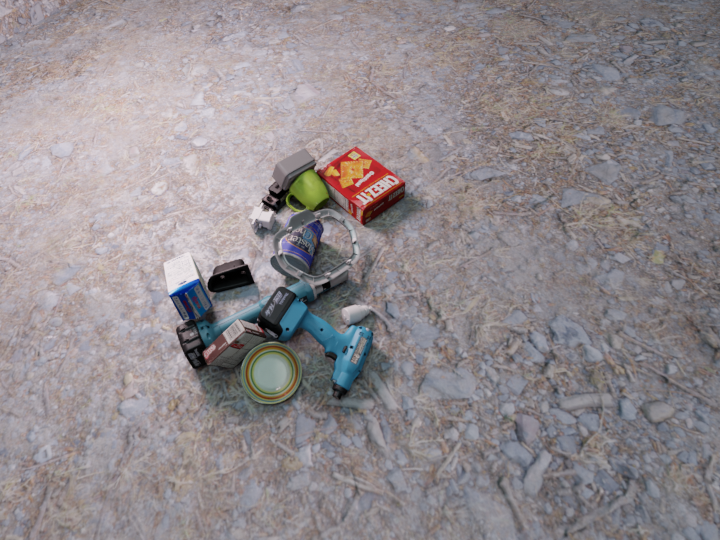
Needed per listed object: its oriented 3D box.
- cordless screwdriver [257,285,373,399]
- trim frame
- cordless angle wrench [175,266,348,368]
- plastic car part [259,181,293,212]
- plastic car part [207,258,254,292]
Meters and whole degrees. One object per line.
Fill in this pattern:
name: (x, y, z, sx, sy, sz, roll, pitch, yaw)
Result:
cordless screwdriver: (-0.107, 0.151, 0.907, 0.248, 0.074, 0.160, 28, 65, -1)
trim frame: (-0.102, -0.066, 1.039, 0.243, 0.027, 0.188, -32, 78, -34)
cordless angle wrench: (-0.212, 0.088, 0.995, 0.416, 0.094, 0.078, -26, 53, -17)
plastic car part: (-0.221, -0.263, 1.273, 0.070, 0.064, 0.201, 25, 57, 29)
plastic car part: (-0.339, 0.005, 1.091, 0.116, 0.063, 0.074, -14, 39, -1)
